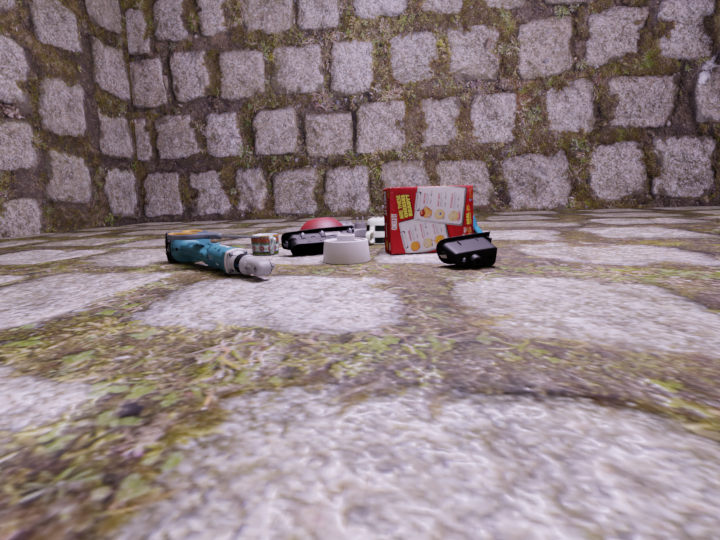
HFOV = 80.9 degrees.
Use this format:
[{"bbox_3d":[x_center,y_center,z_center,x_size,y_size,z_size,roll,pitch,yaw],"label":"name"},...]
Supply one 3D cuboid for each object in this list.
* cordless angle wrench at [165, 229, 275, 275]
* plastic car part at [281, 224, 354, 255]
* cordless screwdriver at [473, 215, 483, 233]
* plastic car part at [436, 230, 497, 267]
[{"bbox_3d":[-0.317,-0.034,0.923,0.094,0.073,0.446,-10,14,-40],"label":"cordless angle wrench"},{"bbox_3d":[-0.108,-0.070,1.102,0.197,0.065,0.070,-4,48,-19],"label":"plastic car part"},{"bbox_3d":[0.295,-0.150,1.228,0.075,0.160,0.246,-41,1,13],"label":"cordless screwdriver"},{"bbox_3d":[0.215,-0.031,0.823,0.114,0.064,0.074,-8,24,-16],"label":"plastic car part"}]
